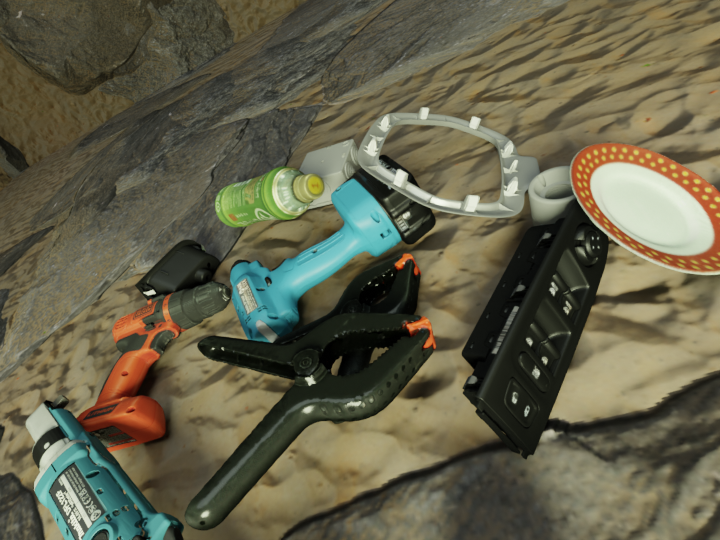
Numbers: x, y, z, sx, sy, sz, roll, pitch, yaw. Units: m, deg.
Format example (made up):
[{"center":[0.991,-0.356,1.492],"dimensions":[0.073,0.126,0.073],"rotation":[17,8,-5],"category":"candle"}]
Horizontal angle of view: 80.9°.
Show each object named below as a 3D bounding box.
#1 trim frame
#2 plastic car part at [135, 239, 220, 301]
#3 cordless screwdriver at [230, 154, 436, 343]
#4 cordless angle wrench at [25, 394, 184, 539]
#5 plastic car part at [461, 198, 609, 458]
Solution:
[{"center":[0.096,-0.129,0.460],"dimensions":[0.187,0.027,0.250],"rotation":[16,38,7],"category":"trim frame"},{"center":[-0.253,0.007,0.618],"dimensions":[0.074,0.063,0.116],"rotation":[17,56,28],"category":"plastic car part"},{"center":[-0.049,-0.032,0.499],"dimensions":[0.248,0.070,0.168],"rotation":[-40,38,-2],"category":"cordless screwdriver"},{"center":[-0.166,0.200,0.302],"dimensions":[0.446,0.070,0.097],"rotation":[16,59,38],"category":"cordless angle wrench"},{"center":[0.132,0.029,0.322],"dimensions":[0.202,0.065,0.069],"rotation":[-52,16,-20],"category":"plastic car part"}]
